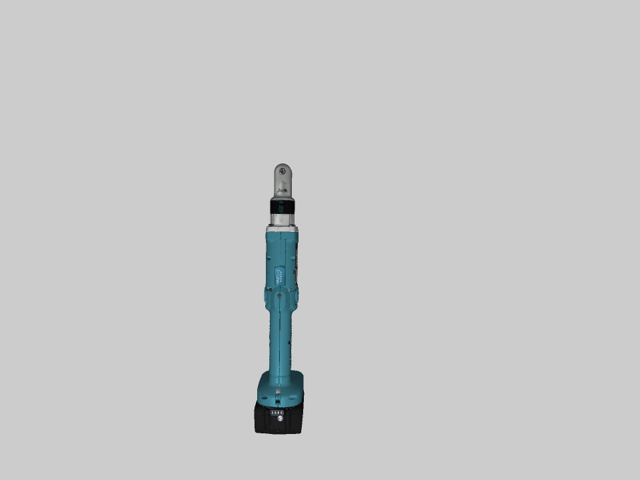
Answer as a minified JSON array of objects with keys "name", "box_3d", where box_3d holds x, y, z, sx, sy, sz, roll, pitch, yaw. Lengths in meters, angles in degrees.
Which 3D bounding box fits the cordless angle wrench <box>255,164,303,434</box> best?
[{"name":"cordless angle wrench","box_3d":[-0.063,0.090,0.684,0.074,0.423,0.098,1,2,1]}]
